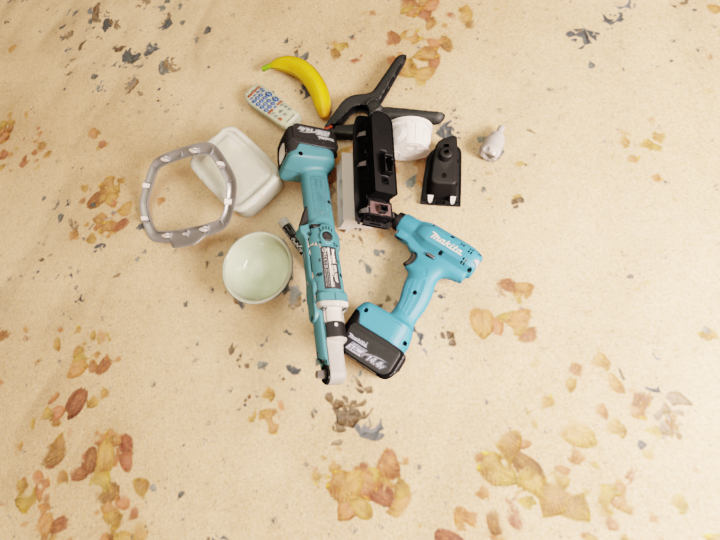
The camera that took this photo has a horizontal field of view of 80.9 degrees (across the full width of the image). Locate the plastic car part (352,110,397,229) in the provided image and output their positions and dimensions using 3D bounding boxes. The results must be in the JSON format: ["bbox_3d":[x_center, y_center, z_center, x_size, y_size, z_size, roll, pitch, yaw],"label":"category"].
[{"bbox_3d":[0.024,-0.171,0.670,0.064,0.067,0.208,4,67,-20],"label":"plastic car part"}]

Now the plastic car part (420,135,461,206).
[{"bbox_3d":[0.138,-0.171,0.698,0.067,0.069,0.118,5,77,10],"label":"plastic car part"}]

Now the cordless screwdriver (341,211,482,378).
[{"bbox_3d":[0.053,0.030,0.651,0.165,0.072,0.248,34,78,20],"label":"cordless screwdriver"}]

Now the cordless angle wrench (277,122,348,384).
[{"bbox_3d":[-0.064,-0.042,0.653,0.094,0.075,0.436,4,60,-25],"label":"cordless angle wrench"}]

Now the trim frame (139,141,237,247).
[{"bbox_3d":[-0.322,-0.134,0.769,0.258,0.026,0.184,-5,88,26],"label":"trim frame"}]
